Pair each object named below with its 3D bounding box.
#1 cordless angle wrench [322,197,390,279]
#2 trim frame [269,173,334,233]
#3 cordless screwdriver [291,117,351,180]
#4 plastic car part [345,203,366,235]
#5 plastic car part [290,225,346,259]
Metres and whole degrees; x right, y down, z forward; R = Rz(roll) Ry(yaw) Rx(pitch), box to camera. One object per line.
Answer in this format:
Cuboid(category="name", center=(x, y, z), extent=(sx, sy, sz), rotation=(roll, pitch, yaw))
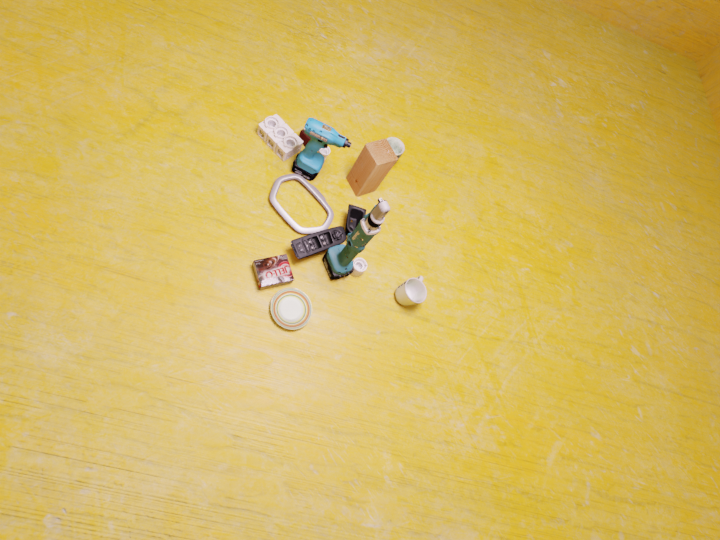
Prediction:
Cuboid(category="cordless angle wrench", center=(-0.010, -0.086, 1.223), extent=(0.072, 0.425, 0.100), rotation=(-16, 76, -26))
Cuboid(category="trim frame", center=(-0.202, -0.230, 1.458), extent=(0.252, 0.027, 0.181), rotation=(46, 62, 7))
Cuboid(category="cordless screwdriver", center=(-0.137, -0.397, 1.428), extent=(0.157, 0.250, 0.075), rotation=(26, 62, -8))
Cuboid(category="plastic car part", center=(-0.027, -0.157, 1.452), extent=(0.065, 0.071, 0.118), rotation=(16, 63, -13))
Cuboid(category="plastic car part", center=(-0.136, -0.089, 1.390), extent=(0.198, 0.067, 0.068), rotation=(-23, 77, -25))
